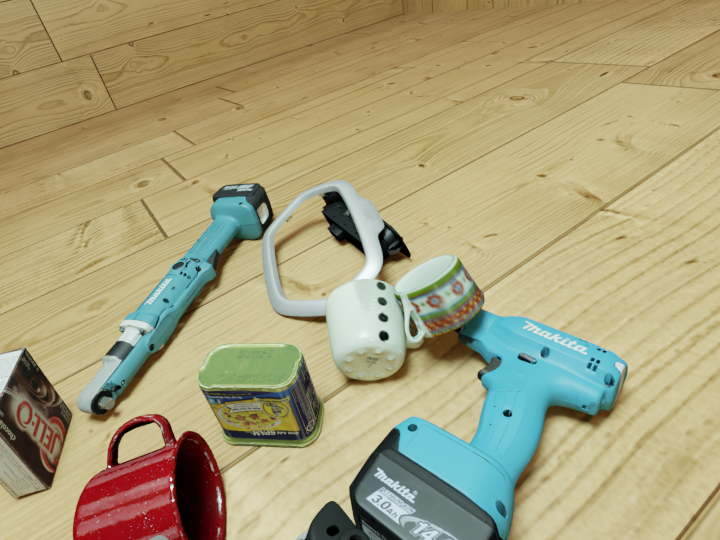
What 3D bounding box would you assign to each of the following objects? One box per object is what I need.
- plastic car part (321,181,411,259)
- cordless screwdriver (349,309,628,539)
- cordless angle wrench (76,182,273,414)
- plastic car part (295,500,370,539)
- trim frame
[{"bbox_3d":[-0.007,-0.068,0.636,0.066,0.063,0.215,-37,41,-15],"label":"plastic car part"},{"bbox_3d":[0.087,0.119,0.348,0.168,0.072,0.244,23,46,40],"label":"cordless screwdriver"},{"bbox_3d":[-0.249,0.012,0.609,0.101,0.071,0.427,-1,40,18],"label":"cordless angle wrench"},{"bbox_3d":[-0.005,0.198,0.259,0.063,0.070,0.123,-3,27,-38],"label":"plastic car part"},{"bbox_3d":[-0.058,-0.038,0.590,0.186,0.026,0.260,-31,43,10],"label":"trim frame"}]
